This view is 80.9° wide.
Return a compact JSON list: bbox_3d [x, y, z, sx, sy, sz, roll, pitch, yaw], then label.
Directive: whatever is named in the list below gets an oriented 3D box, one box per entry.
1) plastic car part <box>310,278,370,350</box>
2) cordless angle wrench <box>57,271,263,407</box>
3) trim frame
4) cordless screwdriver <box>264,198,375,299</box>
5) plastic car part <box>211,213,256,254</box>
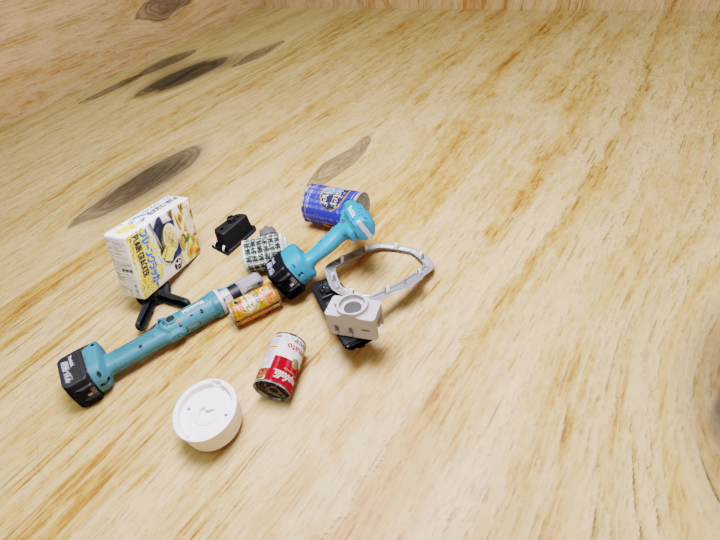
[{"bbox_3d":[-0.035,0.083,0.822,0.066,0.064,0.214,-29,42,-9],"label":"plastic car part"},{"bbox_3d":[-0.387,0.117,0.874,0.415,0.071,0.104,-31,47,-21],"label":"cordless angle wrench"},{"bbox_3d":[0.040,-0.005,0.887,0.241,0.027,0.195,-24,39,-35],"label":"trim frame"},{"bbox_3d":[-0.089,-0.058,0.912,0.250,0.071,0.166,-37,30,8],"label":"cordless screwdriver"},{"bbox_3d":[-0.329,-0.106,1.086,0.069,0.068,0.115,24,57,30],"label":"plastic car part"}]
